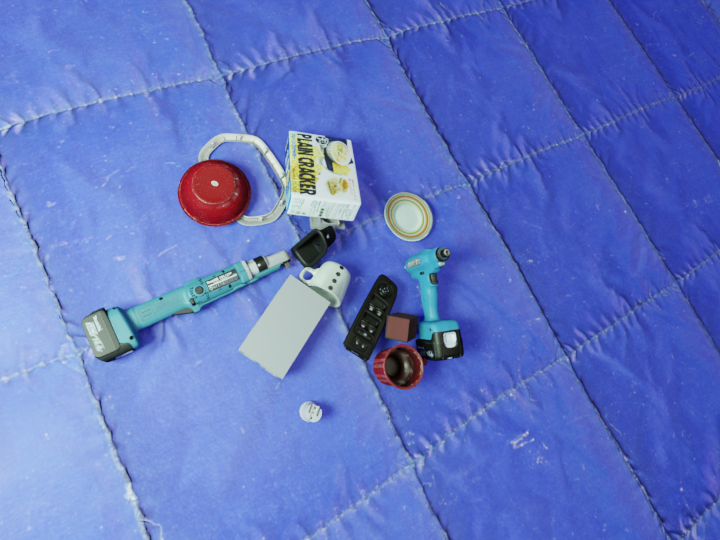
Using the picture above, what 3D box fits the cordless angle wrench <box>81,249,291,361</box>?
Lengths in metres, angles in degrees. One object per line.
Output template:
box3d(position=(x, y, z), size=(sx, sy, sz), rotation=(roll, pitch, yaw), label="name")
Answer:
box3d(position=(-0.334, 0.048, 0.872), size=(0.414, 0.075, 0.099), rotation=(-27, 84, -23), label="cordless angle wrench")

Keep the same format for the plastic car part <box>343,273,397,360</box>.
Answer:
box3d(position=(0.024, 0.103, 0.950), size=(0.066, 0.067, 0.203), rotation=(29, 64, -1), label="plastic car part")

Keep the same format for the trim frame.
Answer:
box3d(position=(-0.270, -0.219, 0.992), size=(0.181, 0.028, 0.250), rotation=(-31, 86, -20), label="trim frame")

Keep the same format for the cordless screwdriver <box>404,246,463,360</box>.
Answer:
box3d(position=(0.172, 0.073, 0.952), size=(0.072, 0.161, 0.252), rotation=(-4, 78, -20), label="cordless screwdriver")

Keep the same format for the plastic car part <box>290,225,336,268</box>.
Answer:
box3d(position=(-0.093, -0.061, 0.953), size=(0.066, 0.118, 0.069), rotation=(53, 44, 0), label="plastic car part")
